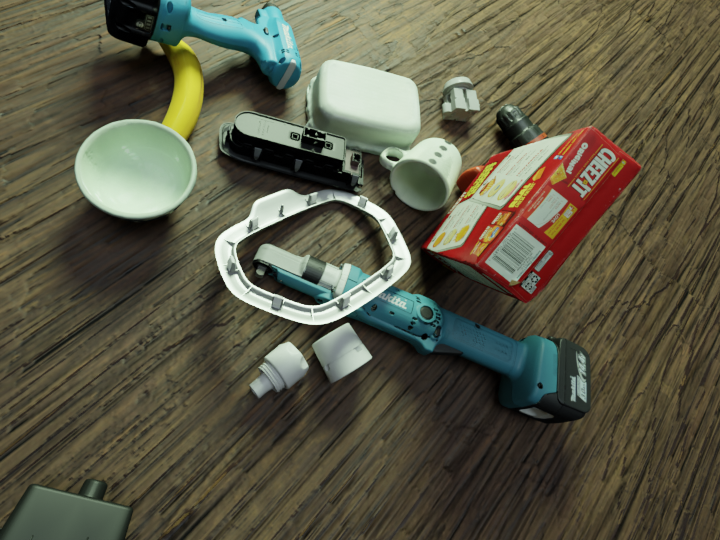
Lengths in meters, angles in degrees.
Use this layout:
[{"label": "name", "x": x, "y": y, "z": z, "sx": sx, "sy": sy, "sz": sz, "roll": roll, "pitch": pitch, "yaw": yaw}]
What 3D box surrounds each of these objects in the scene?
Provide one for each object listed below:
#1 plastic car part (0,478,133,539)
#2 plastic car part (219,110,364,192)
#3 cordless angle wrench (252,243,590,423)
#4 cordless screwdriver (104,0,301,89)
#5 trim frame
[{"label": "plastic car part", "x": -0.252, "y": 0.219, "z": 0.365, "sx": 0.113, "sy": 0.066, "sz": 0.073, "roll": 18, "pitch": 52, "yaw": -15}, {"label": "plastic car part", "x": -0.086, "y": -0.161, "z": 0.558, "sx": 0.199, "sy": 0.067, "sz": 0.067, "roll": 10, "pitch": 68, "yaw": -10}, {"label": "cordless angle wrench", "x": 0.069, "y": 0.062, "z": 0.515, "sx": 0.420, "sy": 0.074, "sz": 0.099, "roll": 24, "pitch": 60, "yaw": -4}, {"label": "cordless screwdriver", "x": -0.199, "y": -0.341, "z": 0.561, "sx": 0.237, "sy": 0.075, "sz": 0.165, "roll": 5, "pitch": 57, "yaw": -35}, {"label": "trim frame", "x": -0.049, "y": -0.032, "z": 0.497, "sx": 0.242, "sy": 0.027, "sz": 0.192, "roll": -31, "pitch": 60, "yaw": -35}]
